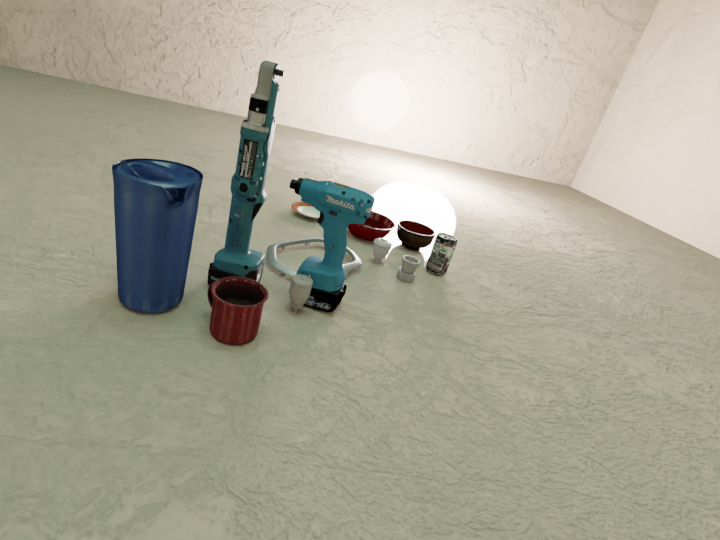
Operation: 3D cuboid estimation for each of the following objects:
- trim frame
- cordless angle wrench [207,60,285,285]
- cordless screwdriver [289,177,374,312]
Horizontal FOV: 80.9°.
[{"bbox_3d":[-0.111,-0.029,1.010,0.238,0.027,0.195,-11,34,-42],"label":"trim frame"},{"bbox_3d":[-0.201,-0.153,0.764,0.099,0.417,0.075,17,24,2],"label":"cordless angle wrench"},{"bbox_3d":[-0.080,-0.052,0.816,0.162,0.245,0.074,19,24,9],"label":"cordless screwdriver"}]
